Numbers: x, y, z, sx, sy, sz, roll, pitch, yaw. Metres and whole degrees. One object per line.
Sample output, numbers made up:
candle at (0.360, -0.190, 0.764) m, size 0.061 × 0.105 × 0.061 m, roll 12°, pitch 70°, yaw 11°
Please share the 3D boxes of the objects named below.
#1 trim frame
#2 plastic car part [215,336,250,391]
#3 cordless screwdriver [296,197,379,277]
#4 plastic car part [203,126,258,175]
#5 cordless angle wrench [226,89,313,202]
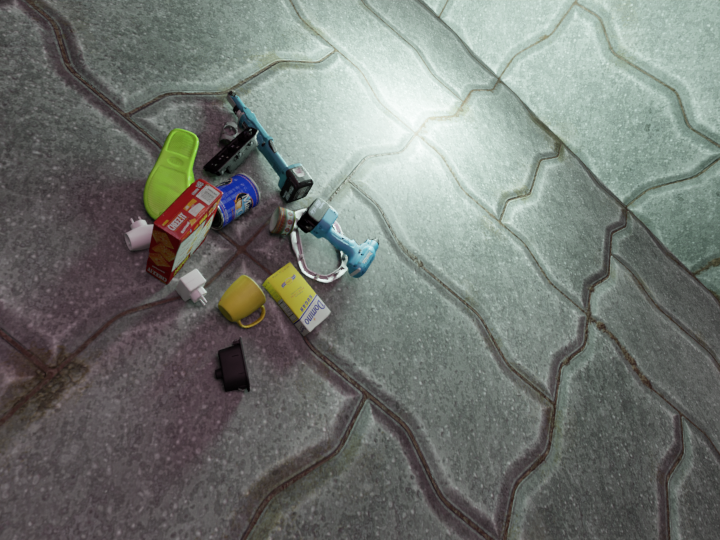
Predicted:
trim frame at (-0.122, -0.080, 1.244) m, size 0.177 × 0.028 × 0.256 m, roll 2°, pitch 62°, yaw -27°
plastic car part at (-0.290, 0.218, 0.947) m, size 0.069 × 0.066 × 0.120 m, roll -7°, pitch 69°, yaw -18°
cordless screwdriver at (-0.055, -0.110, 1.242) m, size 0.246 × 0.075 × 0.158 m, roll 42°, pitch 49°, yaw -6°
plastic car part at (-0.360, -0.339, 1.227) m, size 0.203 × 0.070 × 0.063 m, roll -58°, pitch 140°, yaw -23°
cordless angle wrench at (-0.300, -0.397, 1.307) m, size 0.072 × 0.098 × 0.434 m, roll -24°, pitch 71°, yaw -39°
